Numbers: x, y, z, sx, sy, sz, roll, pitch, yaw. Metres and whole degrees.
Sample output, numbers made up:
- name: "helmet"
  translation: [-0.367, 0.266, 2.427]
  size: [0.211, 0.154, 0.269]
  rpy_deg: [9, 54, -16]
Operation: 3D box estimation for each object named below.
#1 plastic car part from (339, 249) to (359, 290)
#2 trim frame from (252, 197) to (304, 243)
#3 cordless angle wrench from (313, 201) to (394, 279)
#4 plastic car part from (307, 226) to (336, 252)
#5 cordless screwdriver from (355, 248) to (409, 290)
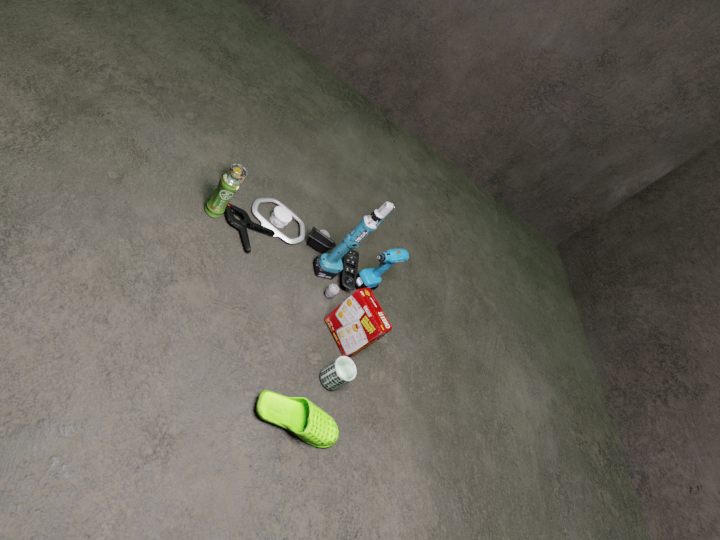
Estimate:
- name: "plastic car part"
  translation: [-0.053, 0.002, 1.703]
  size: [0.064, 0.068, 0.208]
  rpy_deg: [26, 41, -23]
- name: "trim frame"
  translation: [-0.324, -0.201, 1.688]
  size: [0.247, 0.028, 0.183]
  rpy_deg: [40, 38, -4]
- name: "cordless angle wrench"
  translation: [-0.027, -0.111, 1.540]
  size: [0.093, 0.428, 0.077]
  rpy_deg: [17, 48, -33]
- name: "plastic car part"
  translation: [-0.167, -0.109, 1.704]
  size: [0.114, 0.072, 0.066]
  rpy_deg: [36, 39, -10]
- name: "cordless screwdriver"
  translation: [0.061, -0.001, 1.655]
  size: [0.152, 0.252, 0.077]
  rpy_deg: [-6, 62, -45]
